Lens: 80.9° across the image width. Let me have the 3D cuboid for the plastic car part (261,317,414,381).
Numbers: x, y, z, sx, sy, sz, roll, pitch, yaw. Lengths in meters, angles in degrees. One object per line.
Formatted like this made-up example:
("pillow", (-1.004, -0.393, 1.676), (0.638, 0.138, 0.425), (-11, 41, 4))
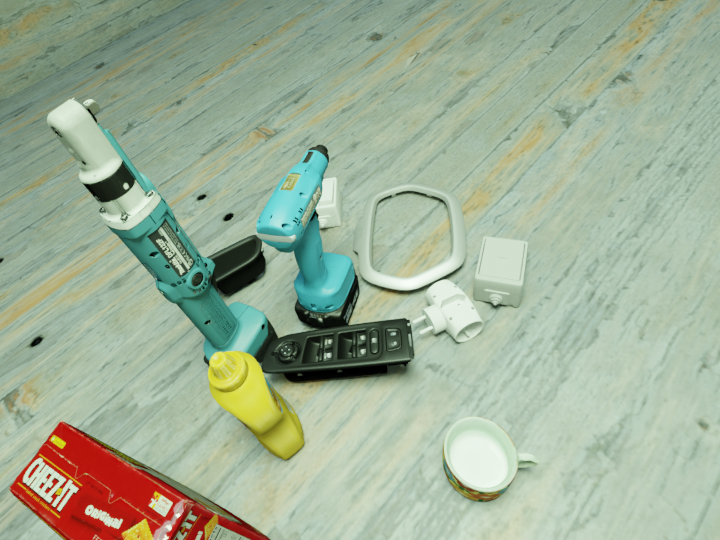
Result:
("plastic car part", (-0.031, 0.112, 0.566), (0.206, 0.064, 0.068), (-7, 49, 11))

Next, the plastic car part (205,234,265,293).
("plastic car part", (-0.206, -0.002, 0.711), (0.116, 0.068, 0.069), (-27, 49, -7))

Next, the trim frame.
("trim frame", (0.078, -0.066, 0.708), (0.188, 0.026, 0.255), (-5, 50, 13))

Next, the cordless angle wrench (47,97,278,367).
("cordless angle wrench", (-0.202, 0.002, 0.482), (0.078, 0.404, 0.098), (17, 56, 25))

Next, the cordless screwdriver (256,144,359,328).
("cordless screwdriver", (-0.057, -0.037, 0.583), (0.077, 0.238, 0.161), (7, 53, 19))
